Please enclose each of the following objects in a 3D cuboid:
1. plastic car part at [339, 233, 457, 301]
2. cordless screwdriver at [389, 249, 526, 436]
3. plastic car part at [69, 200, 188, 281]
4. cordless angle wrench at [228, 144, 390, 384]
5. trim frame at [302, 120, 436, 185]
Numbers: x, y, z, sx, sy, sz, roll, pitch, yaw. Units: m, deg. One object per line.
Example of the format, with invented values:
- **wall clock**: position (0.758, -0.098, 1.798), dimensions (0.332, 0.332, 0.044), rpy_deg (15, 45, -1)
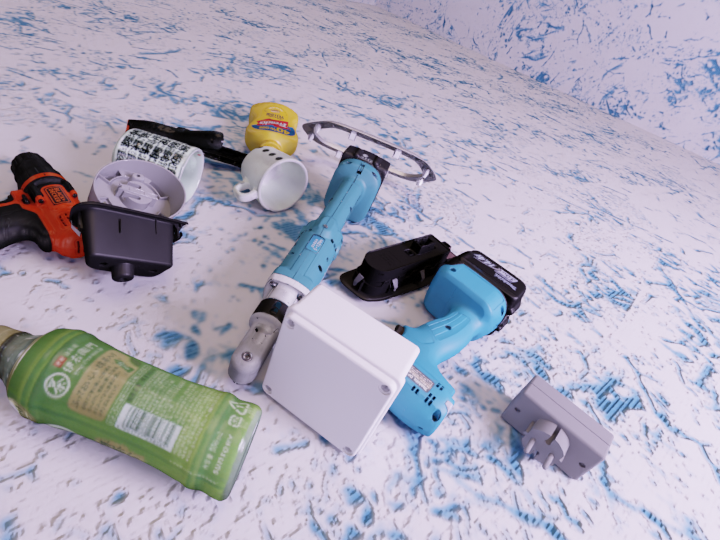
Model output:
- **plastic car part**: position (0.065, -0.009, 0.575), dimensions (0.196, 0.066, 0.069), rpy_deg (-20, 59, -35)
- **cordless screwdriver**: position (0.076, 0.053, 0.491), dimensions (0.166, 0.073, 0.243), rpy_deg (36, 45, 22)
- **plastic car part**: position (-0.245, -0.023, 0.445), dimensions (0.111, 0.067, 0.073), rpy_deg (9, 59, -58)
- **cordless angle wrench**: position (-0.052, -0.034, 0.536), dimensions (0.075, 0.097, 0.425), rpy_deg (25, 41, 0)
- **trim frame**: position (0.014, -0.200, 0.731), dimensions (0.247, 0.027, 0.186), rpy_deg (20, 1, -5)
